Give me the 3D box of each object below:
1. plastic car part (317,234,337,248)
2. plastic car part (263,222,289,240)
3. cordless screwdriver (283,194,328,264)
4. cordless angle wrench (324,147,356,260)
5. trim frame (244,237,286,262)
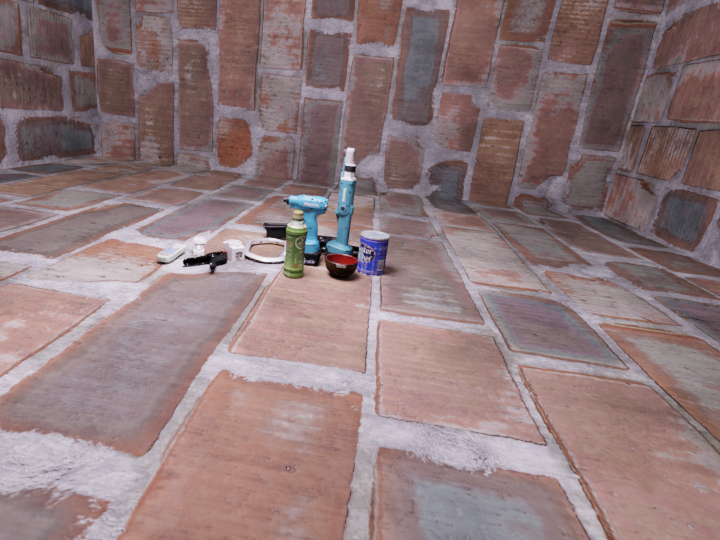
[{"bbox_3d":[-0.164,-0.107,1.679,0.197,0.066,0.069,-1,20,-20],"label":"plastic car part"},{"bbox_3d":[-0.350,-0.161,1.769,0.115,0.070,0.068,4,19,-8],"label":"plastic car part"},{"bbox_3d":[-0.206,-0.149,1.520,0.161,0.245,0.075,9,18,5],"label":"cordless screwdriver"},{"bbox_3d":[-0.056,-0.225,1.519,0.102,0.416,0.073,14,19,20],"label":"cordless angle wrench"},{"bbox_3d":[-0.349,-0.078,1.605,0.182,0.027,0.255,3,20,-7],"label":"trim frame"}]
